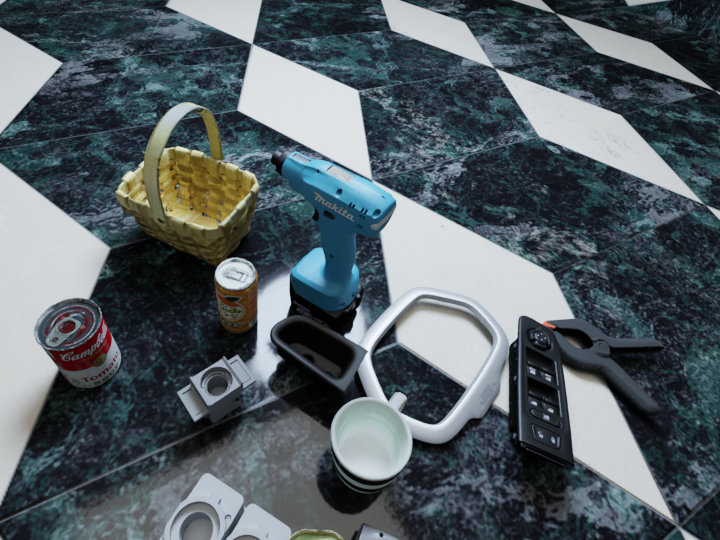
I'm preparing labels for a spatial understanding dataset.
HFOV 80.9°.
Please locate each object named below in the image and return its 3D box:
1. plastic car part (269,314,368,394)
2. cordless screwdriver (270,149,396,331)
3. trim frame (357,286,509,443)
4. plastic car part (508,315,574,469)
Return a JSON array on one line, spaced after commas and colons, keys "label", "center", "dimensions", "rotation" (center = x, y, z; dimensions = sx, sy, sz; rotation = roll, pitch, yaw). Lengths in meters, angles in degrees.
[{"label": "plastic car part", "center": [-0.060, 0.111, 0.545], "dimensions": [0.120, 0.069, 0.065], "rotation": [28, 50, 15]}, {"label": "cordless screwdriver", "center": [-0.055, -0.036, 0.559], "dimensions": [0.165, 0.243, 0.073], "rotation": [32, 51, 16]}, {"label": "trim frame", "center": [0.103, 0.119, 0.589], "dimensions": [0.192, 0.027, 0.244], "rotation": [34, 53, 21]}, {"label": "plastic car part", "center": [0.226, 0.151, 0.551], "dimensions": [0.067, 0.065, 0.205], "rotation": [17, 49, 4]}]
